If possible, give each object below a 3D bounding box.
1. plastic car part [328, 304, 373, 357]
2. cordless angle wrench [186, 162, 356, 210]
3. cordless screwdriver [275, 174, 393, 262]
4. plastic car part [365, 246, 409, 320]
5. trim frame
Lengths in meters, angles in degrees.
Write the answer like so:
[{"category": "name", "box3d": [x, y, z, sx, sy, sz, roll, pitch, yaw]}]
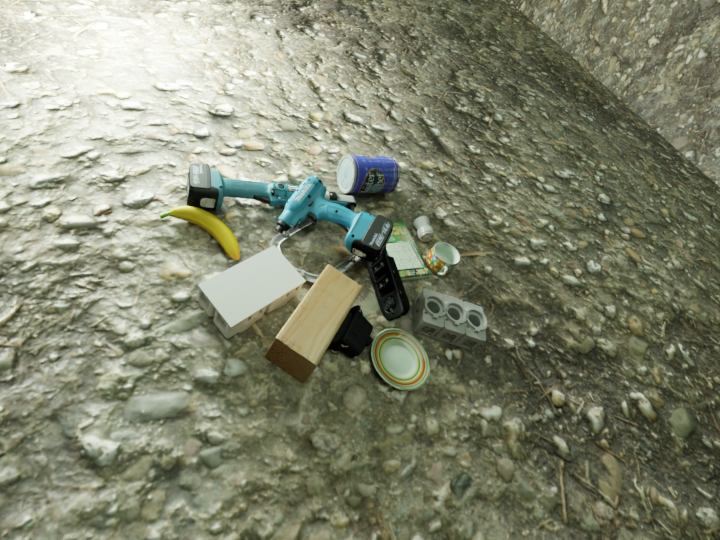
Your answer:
[{"category": "plastic car part", "box3d": [-0.009, 0.131, 0.864, 0.070, 0.067, 0.116, 44, 45, -7]}, {"category": "cordless angle wrench", "box3d": [-0.203, -0.186, 1.036, 0.408, 0.074, 0.102, 2, 53, -23]}, {"category": "cordless screwdriver", "box3d": [-0.062, -0.101, 0.965, 0.255, 0.072, 0.159, 31, 73, 13]}, {"category": "plastic car part", "box3d": [0.064, 0.026, 0.975, 0.063, 0.067, 0.211, 25, 40, -40]}, {"category": "trim frame", "box3d": [-0.098, -0.064, 1.002, 0.190, 0.027, 0.243, 42, 52, 17]}]
